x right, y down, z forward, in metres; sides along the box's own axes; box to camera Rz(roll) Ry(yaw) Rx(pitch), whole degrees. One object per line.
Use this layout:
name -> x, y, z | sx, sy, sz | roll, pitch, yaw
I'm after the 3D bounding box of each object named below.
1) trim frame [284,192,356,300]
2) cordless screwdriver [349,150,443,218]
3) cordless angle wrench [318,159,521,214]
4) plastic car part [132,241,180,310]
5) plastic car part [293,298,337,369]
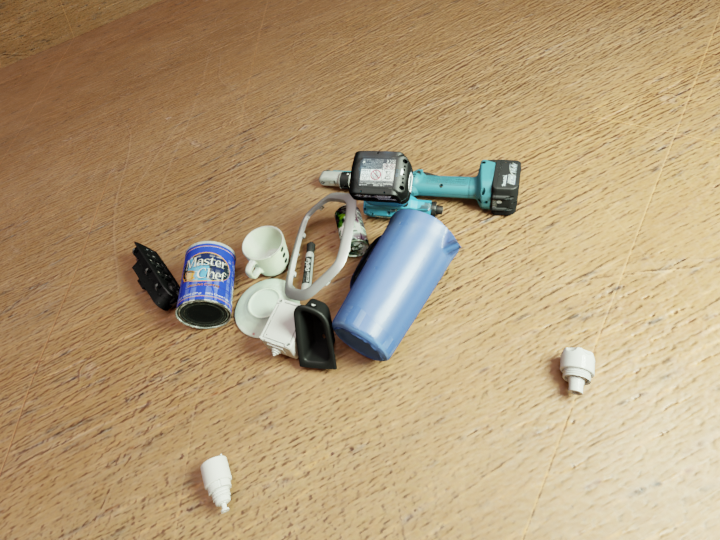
trim frame -> -0.080, -0.052, 0.819 | 0.190, 0.026, 0.254 | -20, 49, 37
cordless screwdriver -> 0.071, -0.140, 0.772 | 0.163, 0.242, 0.075 | 8, 86, 12
cordless angle wrench -> 0.104, -0.186, 0.898 | 0.440, 0.071, 0.099 | 8, 55, 24
plastic car part -> -0.439, 0.017, 0.902 | 0.214, 0.063, 0.067 | 36, 79, 34
plastic car part -> -0.071, 0.098, 0.713 | 0.068, 0.114, 0.070 | -1, 18, 15
